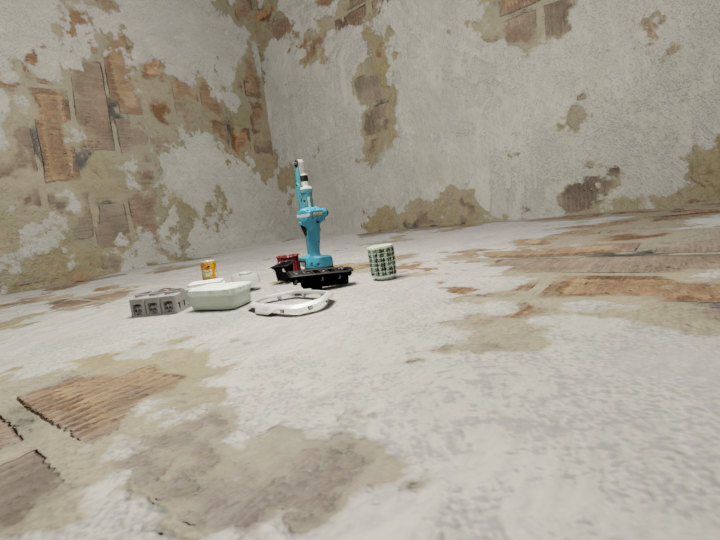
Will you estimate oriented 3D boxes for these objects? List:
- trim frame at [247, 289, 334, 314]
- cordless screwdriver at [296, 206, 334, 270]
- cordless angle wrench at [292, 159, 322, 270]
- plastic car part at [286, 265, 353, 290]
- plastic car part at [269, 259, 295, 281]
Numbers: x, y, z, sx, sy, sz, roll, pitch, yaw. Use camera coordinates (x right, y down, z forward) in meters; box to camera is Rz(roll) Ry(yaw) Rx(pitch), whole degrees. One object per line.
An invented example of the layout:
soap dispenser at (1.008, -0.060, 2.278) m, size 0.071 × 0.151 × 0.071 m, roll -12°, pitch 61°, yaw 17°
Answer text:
trim frame at (-0.180, 0.079, 1.082) m, size 0.261 × 0.027 × 0.177 m, roll 0°, pitch 12°, yaw 43°
cordless screwdriver at (-0.138, -0.090, 1.412) m, size 0.077 × 0.247 × 0.154 m, roll -5°, pitch 6°, yaw 27°
cordless angle wrench at (-0.191, -0.189, 1.527) m, size 0.094 × 0.420 × 0.078 m, roll -11°, pitch 6°, yaw -35°
plastic car part at (-0.114, 0.023, 1.255) m, size 0.198 × 0.066 × 0.068 m, roll -10°, pitch 7°, yaw -16°
plastic car part at (-0.263, 0.005, 1.488) m, size 0.068 × 0.070 × 0.115 m, roll -6°, pitch 8°, yaw 15°
